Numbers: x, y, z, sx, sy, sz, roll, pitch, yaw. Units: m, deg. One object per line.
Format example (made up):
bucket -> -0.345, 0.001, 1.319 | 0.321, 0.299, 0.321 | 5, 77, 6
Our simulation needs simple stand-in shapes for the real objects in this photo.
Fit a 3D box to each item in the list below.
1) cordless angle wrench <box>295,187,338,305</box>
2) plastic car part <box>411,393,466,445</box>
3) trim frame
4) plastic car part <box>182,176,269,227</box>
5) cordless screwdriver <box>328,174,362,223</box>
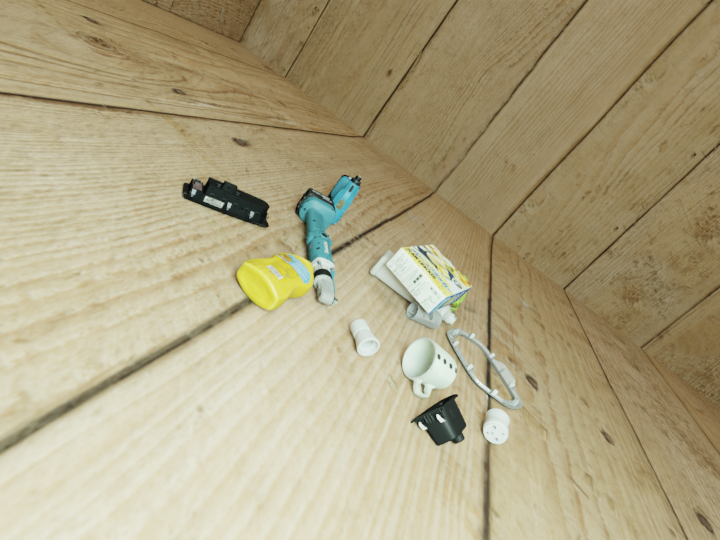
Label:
cordless angle wrench -> -0.098, -0.064, 1.000 | 0.094, 0.074, 0.439 | 26, 27, -24
plastic car part -> 0.150, 0.262, 0.727 | 0.111, 0.067, 0.073 | 6, 53, -56
trim frame -> 0.304, 0.231, 1.039 | 0.176, 0.027, 0.260 | 24, 23, -28
plastic car part -> -0.284, -0.157, 0.932 | 0.193, 0.067, 0.069 | 25, 18, -31
cordless screwdriver -> -0.044, -0.246, 1.315 | 0.073, 0.159, 0.252 | 34, 21, -10
